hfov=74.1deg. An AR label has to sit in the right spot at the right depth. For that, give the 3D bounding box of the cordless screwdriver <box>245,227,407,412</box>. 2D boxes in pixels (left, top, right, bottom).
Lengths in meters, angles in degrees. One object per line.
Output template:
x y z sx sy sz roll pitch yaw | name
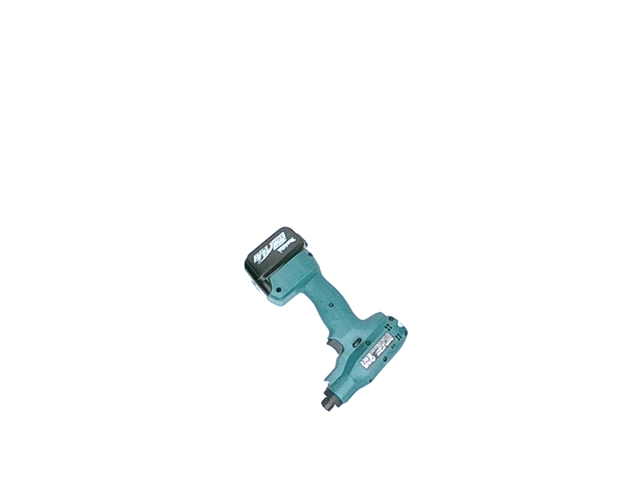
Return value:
-0.012 0.111 0.618 0.249 0.159 0.074 43 -15 9 | cordless screwdriver
